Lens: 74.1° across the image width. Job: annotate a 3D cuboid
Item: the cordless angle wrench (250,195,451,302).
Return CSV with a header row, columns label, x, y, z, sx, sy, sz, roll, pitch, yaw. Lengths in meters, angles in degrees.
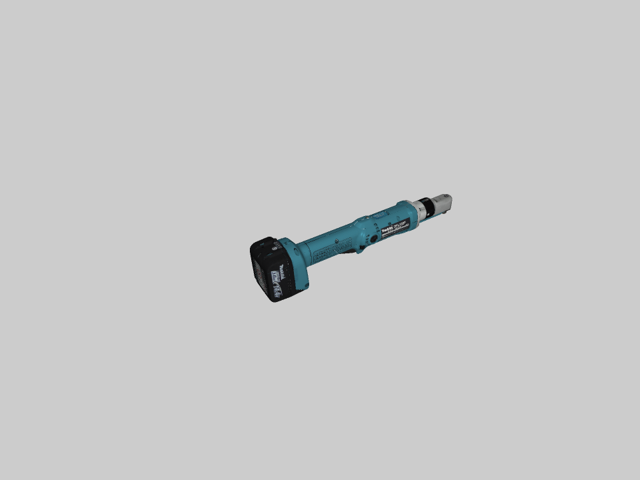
label,x,y,z,sx,sy,sz,roll,pitch,yaw
cordless angle wrench,0.081,-0.013,0.781,0.422,0.098,0.074,-21,40,-22
